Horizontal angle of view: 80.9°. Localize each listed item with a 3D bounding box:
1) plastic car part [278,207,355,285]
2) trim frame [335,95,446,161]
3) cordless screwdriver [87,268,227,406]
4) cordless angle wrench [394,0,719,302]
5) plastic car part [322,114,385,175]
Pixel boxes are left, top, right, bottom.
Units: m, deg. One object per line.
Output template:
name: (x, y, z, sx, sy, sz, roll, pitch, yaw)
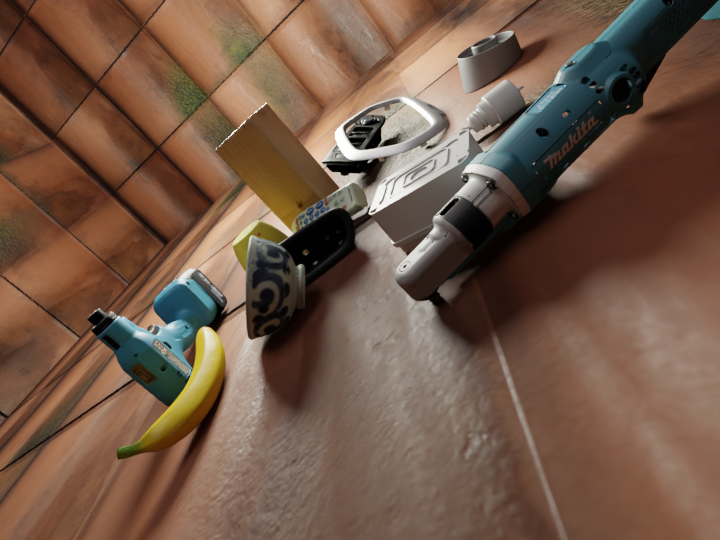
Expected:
plastic car part: (-0.056, -0.037, 0.572, 0.117, 0.065, 0.071, -36, 7, 8)
trim frame: (0.049, -0.249, 0.733, 0.185, 0.026, 0.259, -24, 35, 3)
cordless screwdriver: (-0.285, 0.070, 0.621, 0.075, 0.154, 0.256, -39, 20, 8)
cordless angle wrench: (0.180, -0.137, 0.327, 0.423, 0.094, 0.077, -46, 23, 1)
plastic car part: (0.001, -0.238, 0.810, 0.069, 0.064, 0.204, 1, 46, 28)
